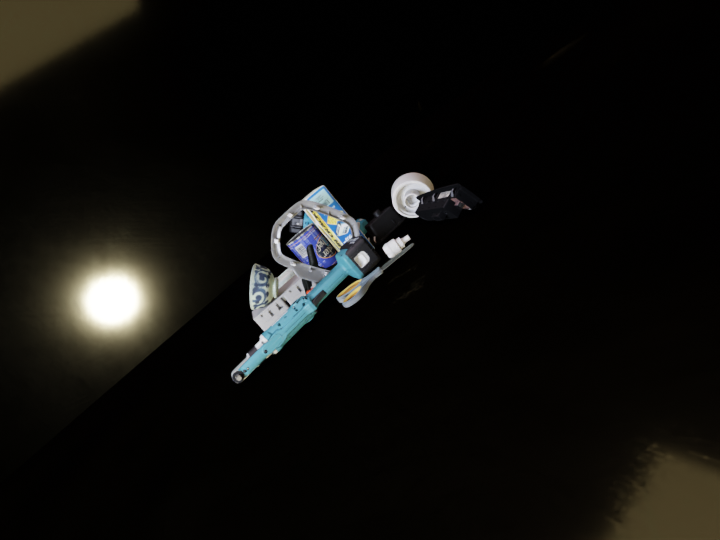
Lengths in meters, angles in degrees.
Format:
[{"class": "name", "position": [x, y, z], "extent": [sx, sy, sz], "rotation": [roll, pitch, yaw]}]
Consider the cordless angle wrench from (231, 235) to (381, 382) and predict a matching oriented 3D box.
[{"class": "cordless angle wrench", "position": [-0.129, 0.090, 0.957], "extent": [0.420, 0.073, 0.100], "rotation": [-45, 13, -13]}]

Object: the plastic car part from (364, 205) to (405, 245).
[{"class": "plastic car part", "position": [0.057, -0.128, 1.143], "extent": [0.116, 0.069, 0.068], "rotation": [-46, 14, -17]}]

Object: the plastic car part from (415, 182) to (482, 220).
[{"class": "plastic car part", "position": [0.176, -0.139, 0.918], "extent": [0.067, 0.064, 0.208], "rotation": [-66, 17, 0]}]

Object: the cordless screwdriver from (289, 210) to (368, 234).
[{"class": "cordless screwdriver", "position": [-0.096, -0.151, 1.353], "extent": [0.254, 0.073, 0.158], "rotation": [8, 13, 10]}]

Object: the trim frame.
[{"class": "trim frame", "position": [-0.100, -0.065, 1.019], "extent": [0.029, 0.237, 0.184], "rotation": [23, 93, 59]}]
